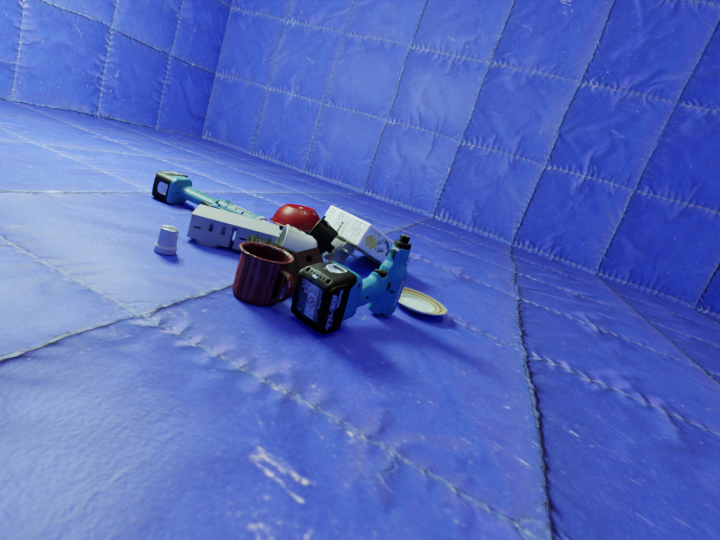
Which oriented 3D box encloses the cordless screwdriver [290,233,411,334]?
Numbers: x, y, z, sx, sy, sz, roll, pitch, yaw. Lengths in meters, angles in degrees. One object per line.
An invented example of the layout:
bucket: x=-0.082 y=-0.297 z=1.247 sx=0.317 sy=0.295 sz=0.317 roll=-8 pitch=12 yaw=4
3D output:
cordless screwdriver: x=0.002 y=0.014 z=0.721 sx=0.078 sy=0.158 sz=0.237 roll=28 pitch=20 yaw=33

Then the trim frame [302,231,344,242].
trim frame: x=-0.113 y=-0.097 z=1.238 sx=0.188 sy=0.027 sz=0.245 roll=19 pitch=17 yaw=10

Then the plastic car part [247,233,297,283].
plastic car part: x=-0.127 y=-0.005 z=0.812 sx=0.198 sy=0.067 sz=0.068 roll=18 pitch=7 yaw=-14

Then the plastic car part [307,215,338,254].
plastic car part: x=-0.098 y=-0.064 z=1.003 sx=0.071 sy=0.117 sz=0.066 roll=42 pitch=15 yaw=-2

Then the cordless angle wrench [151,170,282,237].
cordless angle wrench: x=-0.356 y=-0.156 z=1.105 sx=0.437 sy=0.074 sz=0.095 roll=24 pitch=16 yaw=17
